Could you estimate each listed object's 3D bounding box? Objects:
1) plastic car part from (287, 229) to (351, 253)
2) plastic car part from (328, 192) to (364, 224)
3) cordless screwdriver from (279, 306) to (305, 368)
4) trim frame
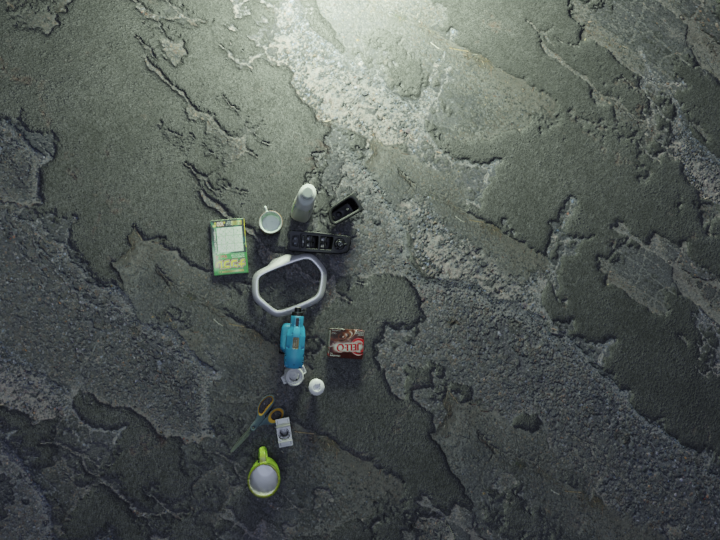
[{"bbox_3d":[-0.132,-0.087,1.355,0.201,0.067,0.067,3,84,-6],"label":"plastic car part"},{"bbox_3d":[-0.060,-0.190,1.374,0.115,0.071,0.066,-33,91,-10],"label":"plastic car part"},{"bbox_3d":[-0.192,0.184,1.222,0.073,0.251,0.160,5,85,-11],"label":"cordless screwdriver"},{"bbox_3d":[-0.225,0.041,1.349,0.246,0.027,0.185,-22,86,-8],"label":"trim frame"}]
